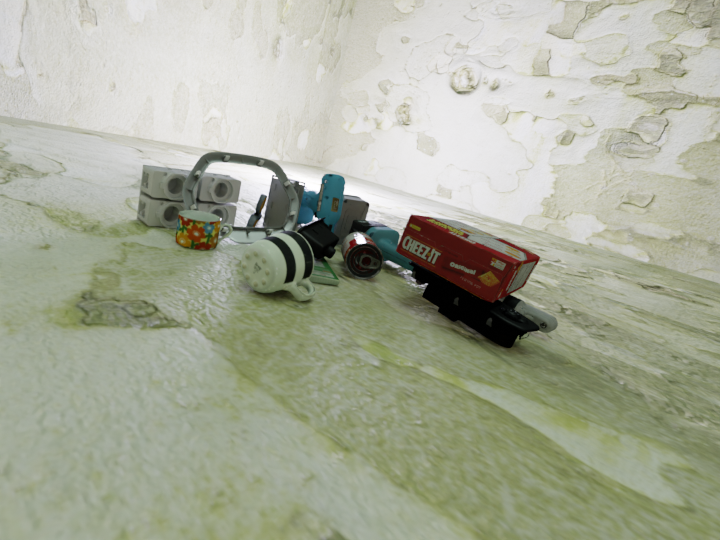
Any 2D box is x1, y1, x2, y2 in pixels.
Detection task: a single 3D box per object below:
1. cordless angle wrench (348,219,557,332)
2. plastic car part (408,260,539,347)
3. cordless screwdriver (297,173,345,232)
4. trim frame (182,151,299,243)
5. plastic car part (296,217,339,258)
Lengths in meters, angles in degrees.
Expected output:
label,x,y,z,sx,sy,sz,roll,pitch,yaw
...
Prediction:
label,x,y,z,sx,sy,sz,roll,pitch,yaw
cordless angle wrench,0.150,0.005,0.800,0.448,0.073,0.093,29,21,38
plastic car part,0.160,0.051,0.642,0.214,0.067,0.063,30,14,35
cordless screwdriver,-0.122,-0.138,1.003,0.071,0.159,0.260,9,0,-31
trim frame,-0.227,-0.143,0.837,0.237,0.186,0.028,0,-9,-38
plastic car part,-0.077,-0.050,0.789,0.072,0.066,0.115,32,19,5
